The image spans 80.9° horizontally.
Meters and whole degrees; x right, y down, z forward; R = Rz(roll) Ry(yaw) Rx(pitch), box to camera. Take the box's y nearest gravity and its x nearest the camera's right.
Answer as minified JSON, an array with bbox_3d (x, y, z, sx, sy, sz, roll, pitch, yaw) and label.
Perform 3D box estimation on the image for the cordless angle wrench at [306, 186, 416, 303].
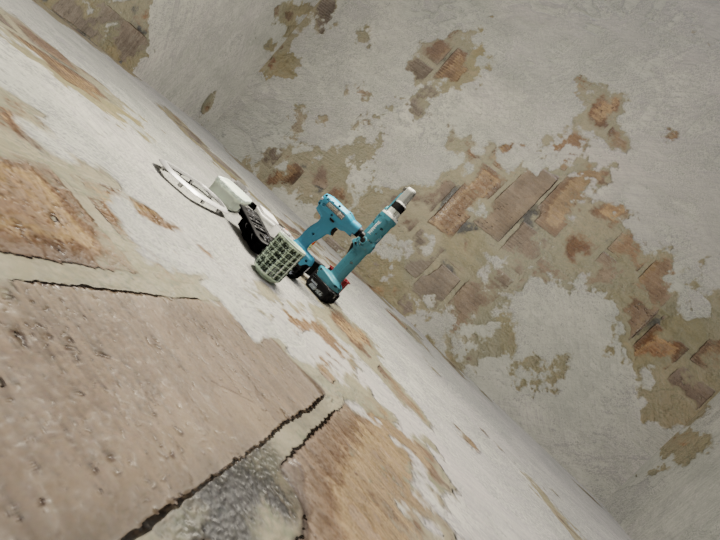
[{"bbox_3d":[0.013,-0.082,1.256,0.103,0.423,0.070,45,5,30],"label":"cordless angle wrench"}]

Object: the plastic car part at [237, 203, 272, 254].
[{"bbox_3d":[-0.287,-0.104,1.130,0.062,0.067,0.215,39,5,-43],"label":"plastic car part"}]

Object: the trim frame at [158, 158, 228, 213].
[{"bbox_3d":[-0.446,-0.223,1.141,0.191,0.027,0.239,43,4,18],"label":"trim frame"}]

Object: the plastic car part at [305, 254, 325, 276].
[{"bbox_3d":[-0.176,-0.022,1.340,0.115,0.071,0.067,42,4,-7],"label":"plastic car part"}]

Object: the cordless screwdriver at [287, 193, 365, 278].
[{"bbox_3d":[-0.116,-0.076,1.186,0.161,0.249,0.073,43,4,5],"label":"cordless screwdriver"}]
